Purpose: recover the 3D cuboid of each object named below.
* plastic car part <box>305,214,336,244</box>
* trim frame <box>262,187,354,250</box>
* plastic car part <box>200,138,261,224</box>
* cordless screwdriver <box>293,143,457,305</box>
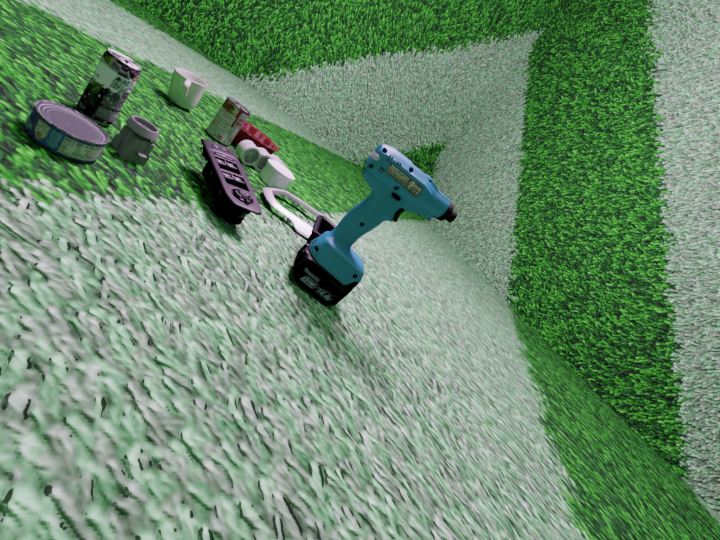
[{"bbox_3d":[-0.076,-0.050,0.774,0.064,0.071,0.119,36,15,-15],"label":"plastic car part"},{"bbox_3d":[-0.115,-0.111,0.946,0.241,0.027,0.189,34,16,-17],"label":"trim frame"},{"bbox_3d":[-0.226,-0.144,0.704,0.062,0.067,0.214,23,22,-47],"label":"plastic car part"},{"bbox_3d":[0.017,-0.052,0.653,0.155,0.249,0.076,37,16,-13],"label":"cordless screwdriver"}]
